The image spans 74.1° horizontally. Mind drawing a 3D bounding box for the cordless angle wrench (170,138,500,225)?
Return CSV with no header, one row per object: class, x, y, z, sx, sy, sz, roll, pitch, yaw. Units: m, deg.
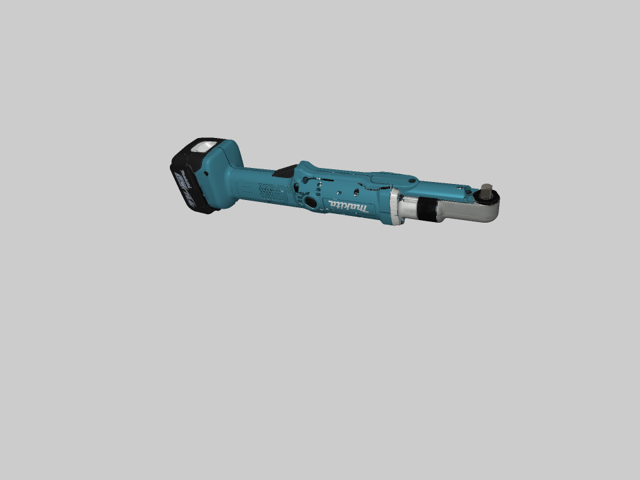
cordless angle wrench,-0.002,-0.064,0.532,0.423,0.098,0.074,10,44,27
